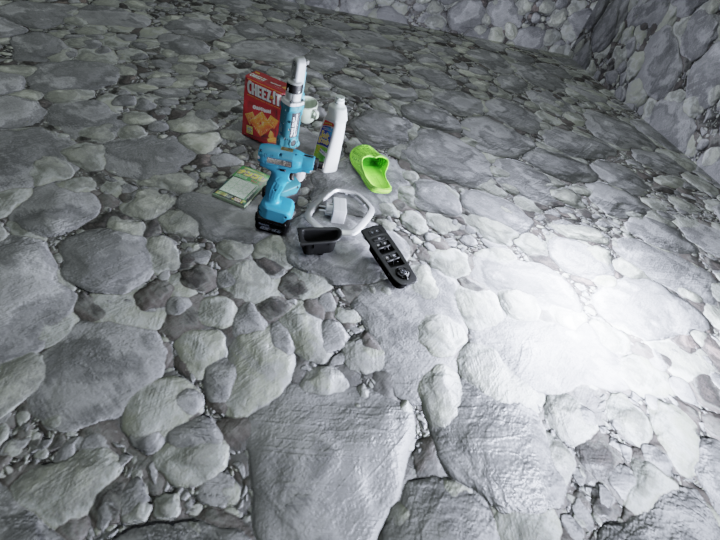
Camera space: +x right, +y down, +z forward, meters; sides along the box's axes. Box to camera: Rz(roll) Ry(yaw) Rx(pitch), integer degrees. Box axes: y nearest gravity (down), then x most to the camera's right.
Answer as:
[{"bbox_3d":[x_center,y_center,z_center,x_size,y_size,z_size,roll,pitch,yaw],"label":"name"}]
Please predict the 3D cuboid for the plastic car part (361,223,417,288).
[{"bbox_3d":[0.070,-0.029,1.103,0.064,0.066,0.213,-13,50,-27],"label":"plastic car part"}]

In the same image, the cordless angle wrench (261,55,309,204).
[{"bbox_3d":[-0.190,-0.347,1.112,0.095,0.416,0.078,-23,57,-35],"label":"cordless angle wrench"}]

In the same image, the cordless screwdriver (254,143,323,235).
[{"bbox_3d":[-0.191,-0.203,1.089,0.158,0.244,0.076,13,44,-4],"label":"cordless screwdriver"}]

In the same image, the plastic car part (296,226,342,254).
[{"bbox_3d":[-0.108,-0.070,1.100,0.114,0.069,0.069,-1,46,-16],"label":"plastic car part"}]

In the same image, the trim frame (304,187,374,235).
[{"bbox_3d":[-0.062,-0.176,1.249,0.189,0.027,0.247,25,45,12],"label":"trim frame"}]
